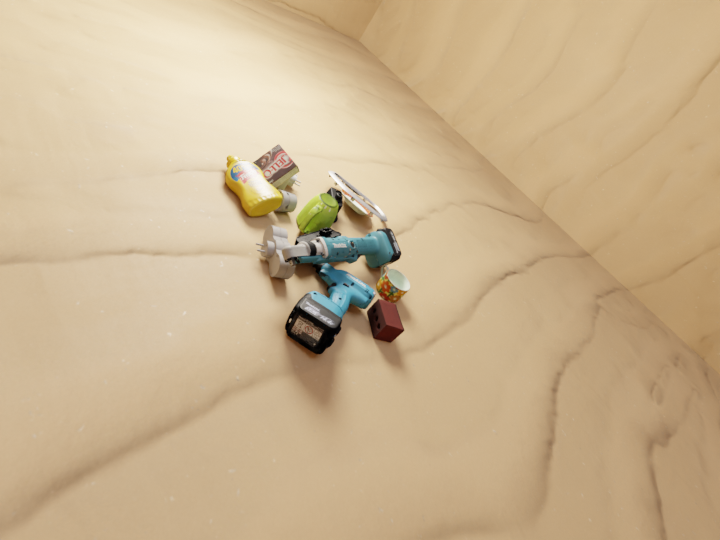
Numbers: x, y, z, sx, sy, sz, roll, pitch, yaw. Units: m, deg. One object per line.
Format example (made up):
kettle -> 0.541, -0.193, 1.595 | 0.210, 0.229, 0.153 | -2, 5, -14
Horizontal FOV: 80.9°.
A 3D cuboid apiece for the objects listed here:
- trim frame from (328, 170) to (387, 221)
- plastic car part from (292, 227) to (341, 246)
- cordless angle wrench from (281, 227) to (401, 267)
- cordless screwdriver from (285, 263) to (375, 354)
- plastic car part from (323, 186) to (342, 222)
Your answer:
trim frame -> -0.007, -0.227, 1.308 | 0.239, 0.027, 0.191 | 33, 17, -23
plastic car part -> -0.100, -0.066, 1.026 | 0.069, 0.066, 0.197 | 36, 35, 20
cordless angle wrench -> -0.038, -0.049, 0.994 | 0.405, 0.076, 0.100 | -7, 73, -56
cordless screwdriver -> -0.077, 0.059, 0.892 | 0.163, 0.074, 0.244 | 32, 28, 10
plastic car part -> -0.077, -0.195, 1.210 | 0.063, 0.071, 0.121 | 22, 33, -24
